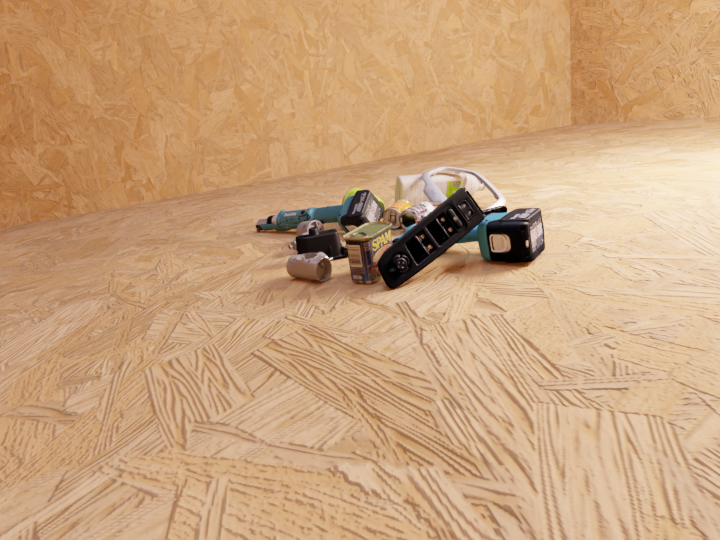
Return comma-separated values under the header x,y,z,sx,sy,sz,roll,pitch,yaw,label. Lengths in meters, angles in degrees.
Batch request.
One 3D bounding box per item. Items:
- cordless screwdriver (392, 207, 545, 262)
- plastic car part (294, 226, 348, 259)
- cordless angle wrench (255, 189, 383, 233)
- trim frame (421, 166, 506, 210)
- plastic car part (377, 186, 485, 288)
x,y,z,sx,sy,sz,roll,pitch,yaw,label
0.182,-0.058,0.763,0.154,0.073,0.261,-26,21,-39,cordless screwdriver
-0.087,-0.057,0.894,0.115,0.070,0.068,-8,15,-6,plastic car part
-0.139,-0.140,1.143,0.443,0.070,0.099,0,58,40,cordless angle wrench
0.259,-0.208,1.094,0.181,0.027,0.260,-9,43,-12,trim frame
0.104,-0.053,0.701,0.201,0.064,0.069,-40,18,-12,plastic car part
